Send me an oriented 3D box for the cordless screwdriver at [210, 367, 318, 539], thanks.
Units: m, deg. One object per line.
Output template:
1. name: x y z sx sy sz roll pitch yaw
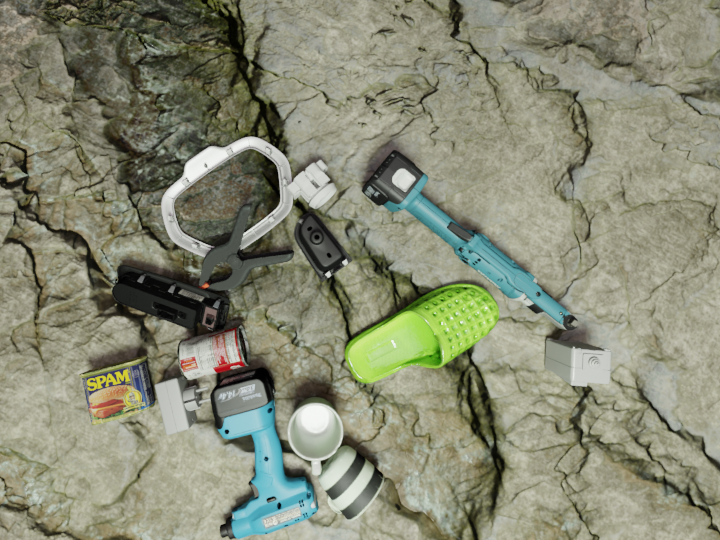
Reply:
1. cordless screwdriver: -0.181 0.296 0.680 0.159 0.074 0.249 -20 88 -3

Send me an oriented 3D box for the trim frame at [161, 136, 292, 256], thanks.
1. trim frame: -0.235 -0.131 0.749 0.248 0.027 0.186 -35 84 -2

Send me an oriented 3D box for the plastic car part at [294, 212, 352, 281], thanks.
1. plastic car part: -0.070 -0.046 0.718 0.066 0.071 0.117 -35 90 -7

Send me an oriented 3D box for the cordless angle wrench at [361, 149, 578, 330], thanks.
1. cordless angle wrench: 0.192 -0.037 0.715 0.422 0.098 0.074 39 84 -1

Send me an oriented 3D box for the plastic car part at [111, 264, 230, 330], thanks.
1. plastic car part: -0.326 0.053 0.705 0.205 0.067 0.065 21 122 5
